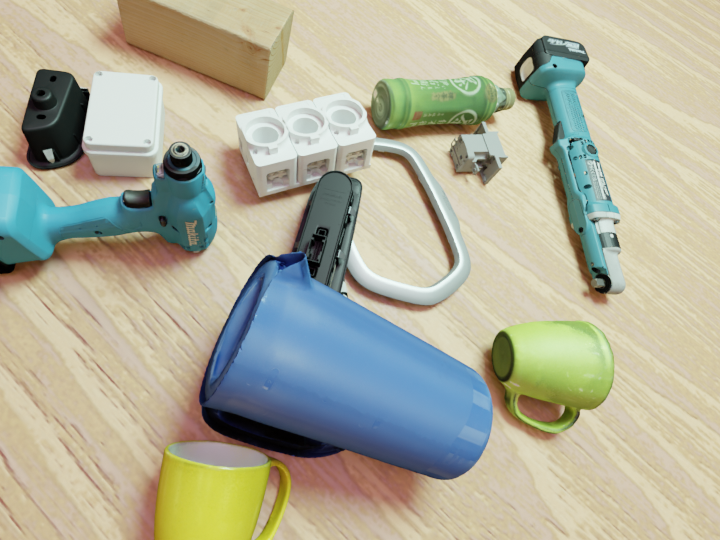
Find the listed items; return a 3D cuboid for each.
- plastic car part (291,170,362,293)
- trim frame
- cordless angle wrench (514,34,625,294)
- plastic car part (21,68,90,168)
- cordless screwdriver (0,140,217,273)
[{"bbox_3d":[-0.046,-0.030,0.470,0.068,0.065,0.205,10,66,10],"label":"plastic car part"},{"bbox_3d":[0.045,-0.072,0.546,0.180,0.027,0.256,-15,68,-18],"label":"trim frame"},{"bbox_3d":[0.325,-0.168,0.636,0.096,0.074,0.433,4,67,-14],"label":"cordless angle wrench"},{"bbox_3d":[-0.348,-0.181,0.480,0.065,0.070,0.120,3,62,-14],"label":"plastic car part"},{"bbox_3d":[-0.262,-0.062,0.394,0.243,0.158,0.076,-5,69,-15],"label":"cordless screwdriver"}]
